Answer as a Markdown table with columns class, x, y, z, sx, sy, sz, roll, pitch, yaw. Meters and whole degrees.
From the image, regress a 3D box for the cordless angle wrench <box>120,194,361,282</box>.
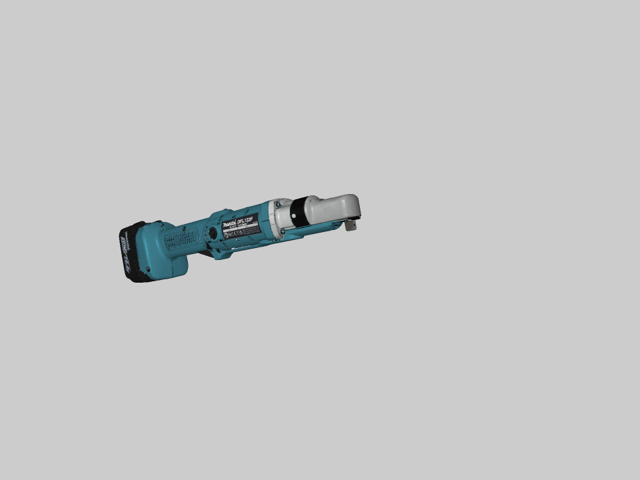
| class | x | y | z | sx | sy | sz | roll | pitch | yaw |
| --- | --- | --- | --- | --- | --- | --- | --- | --- | --- |
| cordless angle wrench | -0.129 | -0.009 | 0.587 | 0.424 | 0.098 | 0.074 | -10 | -1 | 35 |
